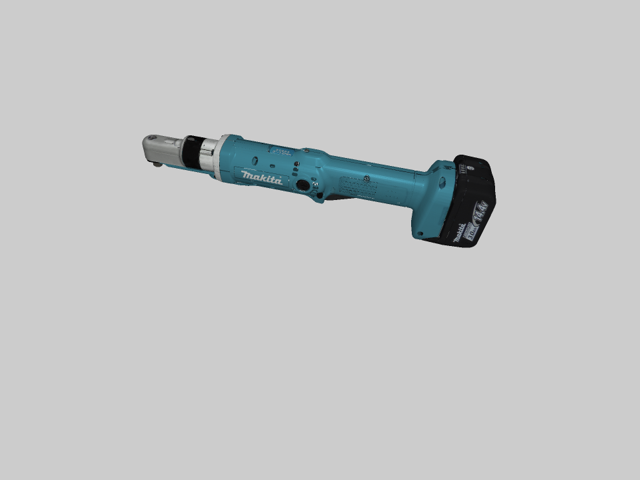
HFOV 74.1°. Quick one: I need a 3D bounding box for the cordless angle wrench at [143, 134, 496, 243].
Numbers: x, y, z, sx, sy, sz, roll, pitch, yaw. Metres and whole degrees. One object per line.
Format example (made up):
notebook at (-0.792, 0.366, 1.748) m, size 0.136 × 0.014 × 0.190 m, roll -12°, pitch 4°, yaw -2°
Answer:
cordless angle wrench at (-0.014, -0.080, 0.516) m, size 0.423 × 0.098 × 0.074 m, roll 11°, pitch 45°, yaw 4°
